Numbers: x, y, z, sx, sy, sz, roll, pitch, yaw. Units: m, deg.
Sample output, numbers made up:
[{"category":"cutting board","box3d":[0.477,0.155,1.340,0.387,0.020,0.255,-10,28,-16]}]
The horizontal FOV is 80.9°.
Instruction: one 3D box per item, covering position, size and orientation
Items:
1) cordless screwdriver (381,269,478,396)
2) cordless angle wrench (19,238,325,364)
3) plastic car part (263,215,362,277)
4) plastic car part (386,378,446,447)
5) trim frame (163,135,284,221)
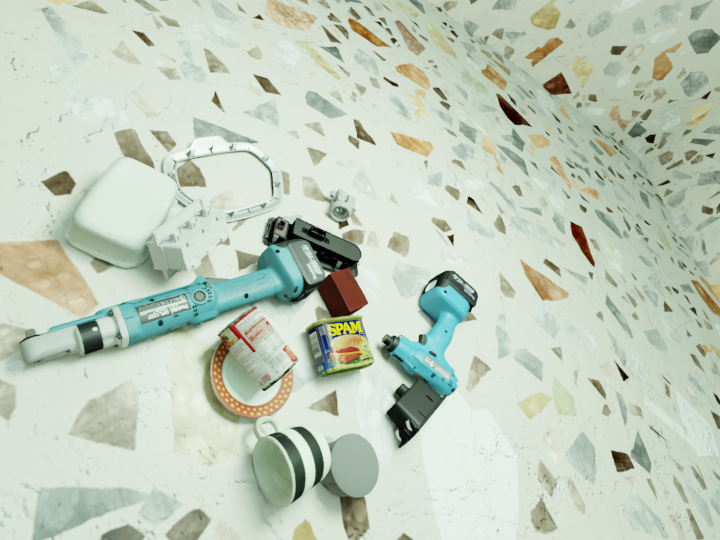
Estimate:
[{"category":"cordless screwdriver","box3d":[0.139,0.102,0.837,0.157,0.075,0.249,36,49,-9]},{"category":"cordless angle wrench","box3d":[-0.240,0.046,0.614,0.408,0.075,0.100,-19,73,-40]},{"category":"plastic car part","box3d":[-0.079,-0.052,0.805,0.195,0.068,0.068,27,41,-21]},{"category":"plastic car part","box3d":[0.088,0.229,0.721,0.073,0.066,0.113,41,40,15]},{"category":"trim frame","box3d":[-0.248,-0.179,0.801,0.241,0.028,0.188,-25,74,-42]}]
